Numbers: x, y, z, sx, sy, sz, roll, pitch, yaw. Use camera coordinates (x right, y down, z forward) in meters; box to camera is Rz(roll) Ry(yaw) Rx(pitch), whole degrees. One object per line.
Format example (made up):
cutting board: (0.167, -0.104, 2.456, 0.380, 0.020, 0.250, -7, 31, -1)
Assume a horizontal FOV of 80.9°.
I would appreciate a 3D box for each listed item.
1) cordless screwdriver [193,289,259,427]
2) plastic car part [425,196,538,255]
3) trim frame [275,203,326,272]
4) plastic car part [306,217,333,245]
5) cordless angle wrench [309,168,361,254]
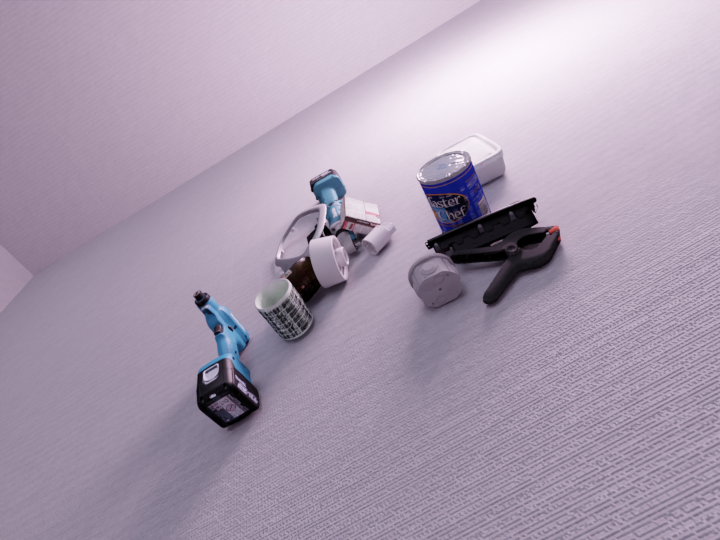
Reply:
cordless screwdriver: (-0.261, 0.149, 0.786, 0.074, 0.152, 0.260, -31, 32, 0)
plastic car part: (0.220, -0.068, 0.746, 0.205, 0.063, 0.069, -27, 68, 13)
trim frame: (-0.153, -0.080, 1.068, 0.258, 0.026, 0.185, -4, 61, 57)
plastic car part: (-0.102, -0.067, 1.044, 0.071, 0.063, 0.121, -37, 31, 14)
cordless angle wrench: (-0.065, -0.158, 1.130, 0.098, 0.071, 0.440, -28, 33, 6)
